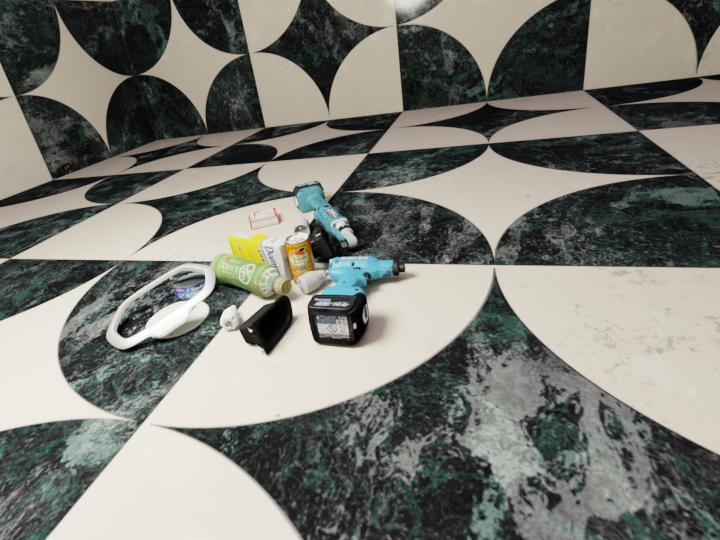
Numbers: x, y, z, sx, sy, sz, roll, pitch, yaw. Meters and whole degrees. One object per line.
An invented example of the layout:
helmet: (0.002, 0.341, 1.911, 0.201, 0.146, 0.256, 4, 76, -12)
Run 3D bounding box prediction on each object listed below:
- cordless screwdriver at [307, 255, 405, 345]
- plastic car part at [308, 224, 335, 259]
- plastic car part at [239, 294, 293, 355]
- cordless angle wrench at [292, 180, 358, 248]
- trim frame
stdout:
cordless screwdriver: (-0.002, 0.040, 0.804, 0.163, 0.072, 0.250, -3, 25, 13)
plastic car part: (-0.099, -0.065, 1.014, 0.067, 0.065, 0.206, -35, 13, 6)
plastic car part: (-0.179, 0.097, 0.781, 0.073, 0.064, 0.116, -13, 21, 26)
cordless angle wrench: (-0.095, -0.158, 1.202, 0.096, 0.072, 0.444, -18, 31, -15)
trim frame: (-0.412, 0.068, 0.880, 0.245, 0.026, 0.195, -35, 40, -16)
